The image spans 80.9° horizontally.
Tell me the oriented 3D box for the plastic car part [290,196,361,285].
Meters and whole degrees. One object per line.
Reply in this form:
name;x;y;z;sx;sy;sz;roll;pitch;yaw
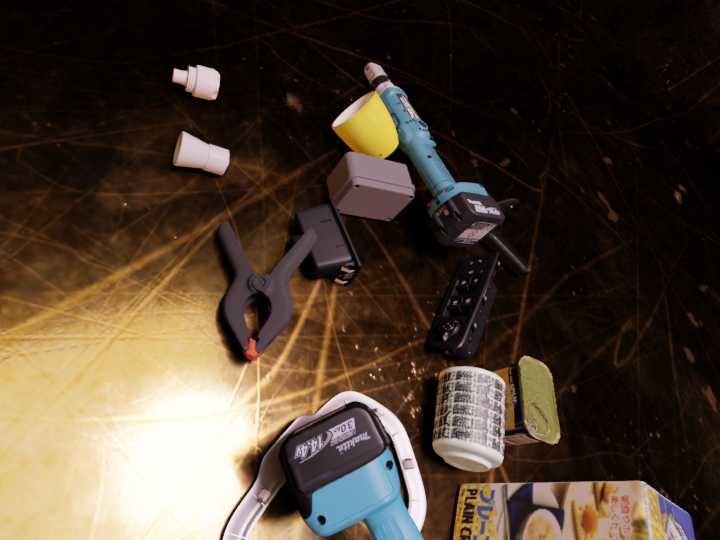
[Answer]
plastic car part;-0.055;-0.036;0.561;0.069;0.065;0.120;-16;68;-22

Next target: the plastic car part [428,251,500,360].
plastic car part;0.159;0.056;0.628;0.201;0.069;0.065;-51;121;-41

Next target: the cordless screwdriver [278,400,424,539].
cordless screwdriver;0.005;0.254;0.363;0.158;0.073;0.256;-31;75;-6

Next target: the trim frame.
trim frame;-0.023;0.241;0.428;0.186;0.028;0.244;47;52;4

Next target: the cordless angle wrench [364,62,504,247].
cordless angle wrench;0.092;-0.230;0.730;0.093;0.075;0.441;3;51;-37
